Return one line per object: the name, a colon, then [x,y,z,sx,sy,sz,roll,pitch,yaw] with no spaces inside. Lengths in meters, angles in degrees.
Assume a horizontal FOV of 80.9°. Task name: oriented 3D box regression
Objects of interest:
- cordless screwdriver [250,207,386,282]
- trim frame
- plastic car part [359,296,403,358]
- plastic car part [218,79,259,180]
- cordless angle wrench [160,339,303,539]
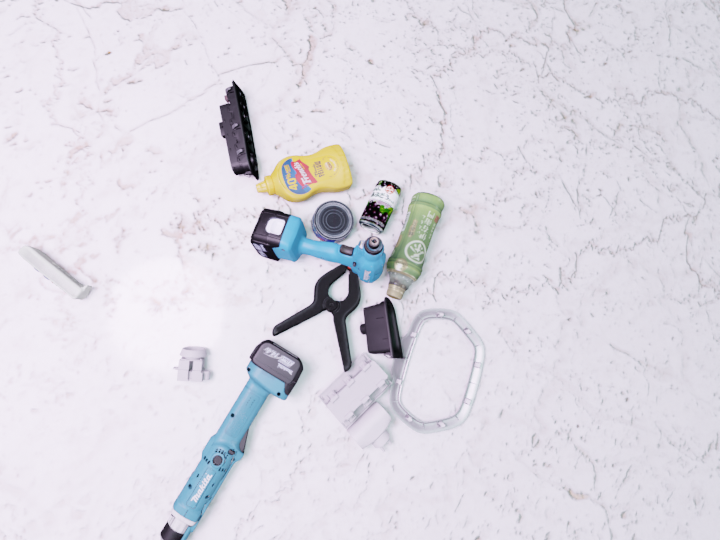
cordless screwdriver: [-0.076,-0.050,0.775,0.253,0.155,0.075,16,71,8]
trim frame: [0.151,0.197,0.841,0.183,0.027,0.249,21,79,-2]
plastic car part: [0.035,0.117,0.823,0.073,0.063,0.119,-17,69,19]
plastic car part: [-0.252,-0.279,0.865,0.067,0.065,0.205,-16,82,-2]
cordless angle wrench: [-0.246,0.327,0.748,0.098,0.074,0.423,31,80,-2]
